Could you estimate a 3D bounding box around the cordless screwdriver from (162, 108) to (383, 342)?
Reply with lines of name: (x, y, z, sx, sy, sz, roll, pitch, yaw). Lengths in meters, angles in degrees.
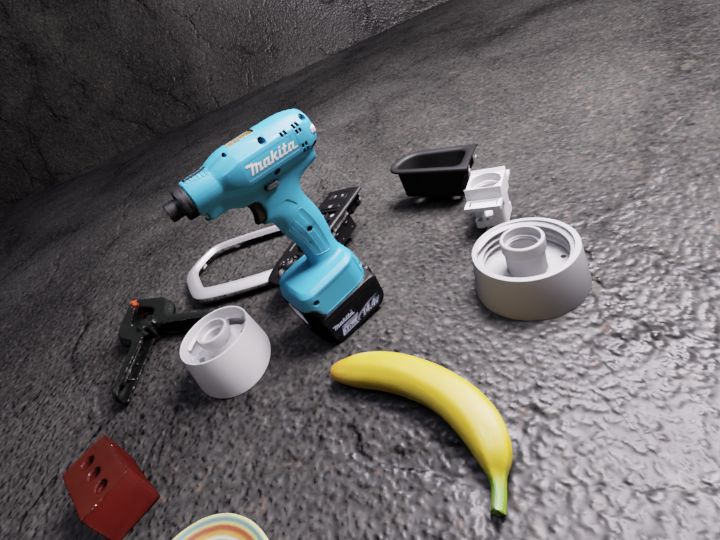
cordless screwdriver: (-0.080, -0.024, 0.450, 0.157, 0.238, 0.078, -38, 34, -18)

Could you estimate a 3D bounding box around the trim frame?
trim frame: (-0.181, -0.024, 0.706, 0.253, 0.026, 0.189, -18, 35, 14)

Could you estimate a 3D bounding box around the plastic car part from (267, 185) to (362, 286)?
plastic car part: (-0.060, -0.039, 0.611, 0.070, 0.064, 0.202, 4, 45, 38)

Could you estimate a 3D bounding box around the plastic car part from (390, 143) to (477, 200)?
plastic car part: (0.111, -0.136, 0.619, 0.122, 0.068, 0.066, 1, 41, 35)
